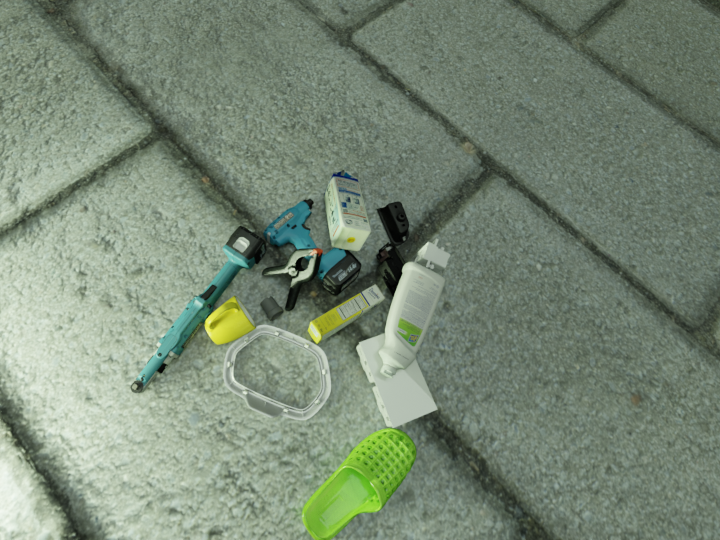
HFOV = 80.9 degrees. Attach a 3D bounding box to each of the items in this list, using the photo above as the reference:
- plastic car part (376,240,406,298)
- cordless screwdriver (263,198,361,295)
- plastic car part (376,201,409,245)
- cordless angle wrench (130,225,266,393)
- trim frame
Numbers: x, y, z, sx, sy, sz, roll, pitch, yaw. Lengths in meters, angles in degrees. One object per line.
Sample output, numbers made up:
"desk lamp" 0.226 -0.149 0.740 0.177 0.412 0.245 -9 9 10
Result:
"plastic car part" 0.096 0.032 1.025 0.065 0.067 0.208 -19 72 -44
"cordless screwdriver" -0.103 -0.067 1.054 0.256 0.073 0.158 39 67 14
"plastic car part" 0.097 -0.133 1.102 0.065 0.070 0.120 -15 68 -13
"cordless angle wrench" -0.366 0.089 0.956 0.075 0.097 0.422 32 72 4
"trim frame" -0.184 0.227 0.944 0.249 0.027 0.185 23 68 2
